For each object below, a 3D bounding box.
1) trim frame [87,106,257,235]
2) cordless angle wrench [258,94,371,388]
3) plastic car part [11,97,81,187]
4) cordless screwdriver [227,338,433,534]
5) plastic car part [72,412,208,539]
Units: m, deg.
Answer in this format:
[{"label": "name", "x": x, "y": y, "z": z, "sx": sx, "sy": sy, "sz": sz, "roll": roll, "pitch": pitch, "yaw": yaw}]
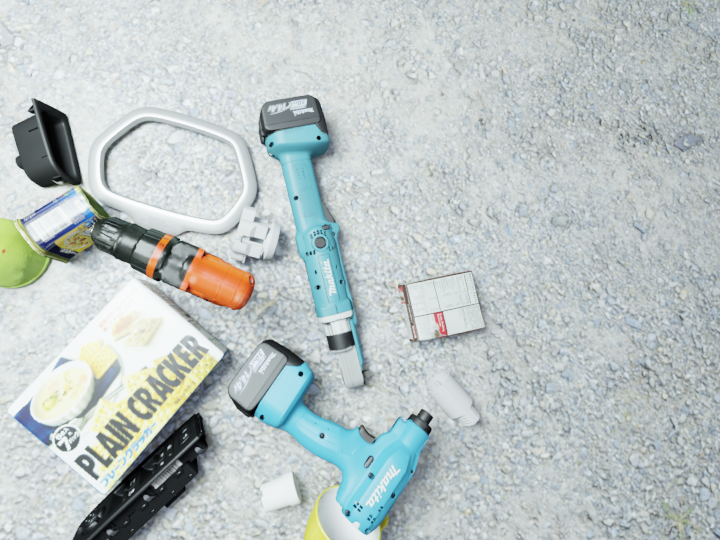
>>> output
[{"label": "trim frame", "x": -0.276, "y": -0.146, "z": 0.629, "sx": 0.245, "sy": 0.028, "sz": 0.185, "roll": 15, "pitch": 78, "yaw": -7}, {"label": "cordless angle wrench", "x": -0.060, "y": -0.040, "z": 0.618, "sx": 0.097, "sy": 0.075, "sz": 0.426, "roll": -13, "pitch": 85, "yaw": -11}, {"label": "plastic car part", "x": -0.451, "y": -0.169, "z": 0.597, "sx": 0.071, "sy": 0.065, "sz": 0.117, "roll": -14, "pitch": 87, "yaw": 4}, {"label": "cordless screwdriver", "x": -0.039, "y": 0.183, "z": 0.550, "sx": 0.255, "sy": 0.073, "sz": 0.158, "roll": 37, "pitch": 72, "yaw": 13}, {"label": "plastic car part", "x": -0.274, "y": 0.282, "z": 0.543, "sx": 0.201, "sy": 0.069, "sz": 0.064, "roll": -39, "pitch": 116, "yaw": -13}]
